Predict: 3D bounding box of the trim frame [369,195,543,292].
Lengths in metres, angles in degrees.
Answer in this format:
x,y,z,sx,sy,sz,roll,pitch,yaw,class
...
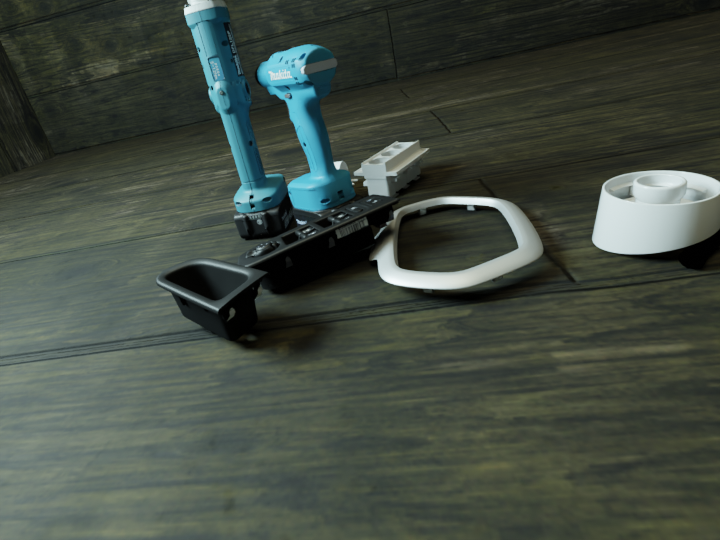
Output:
x,y,z,sx,sy,sz,roll,pitch,yaw,class
0.101,-0.041,0.498,0.188,0.026,0.252,-7,29,11,trim frame

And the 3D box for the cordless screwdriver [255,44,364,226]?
x,y,z,sx,sy,sz,roll,pitch,yaw,class
-0.077,-0.170,0.584,0.072,0.241,0.168,-26,30,-28,cordless screwdriver

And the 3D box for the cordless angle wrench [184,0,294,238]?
x,y,z,sx,sy,sz,roll,pitch,yaw,class
-0.183,-0.250,0.596,0.076,0.409,0.099,-7,26,10,cordless angle wrench

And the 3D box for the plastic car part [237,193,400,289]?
x,y,z,sx,sy,sz,roll,pitch,yaw,class
-0.050,-0.033,0.508,0.199,0.065,0.070,-22,28,-15,plastic car part

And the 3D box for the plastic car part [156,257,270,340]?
x,y,z,sx,sy,sz,roll,pitch,yaw,class
-0.147,0.033,0.428,0.123,0.068,0.065,10,34,36,plastic car part
